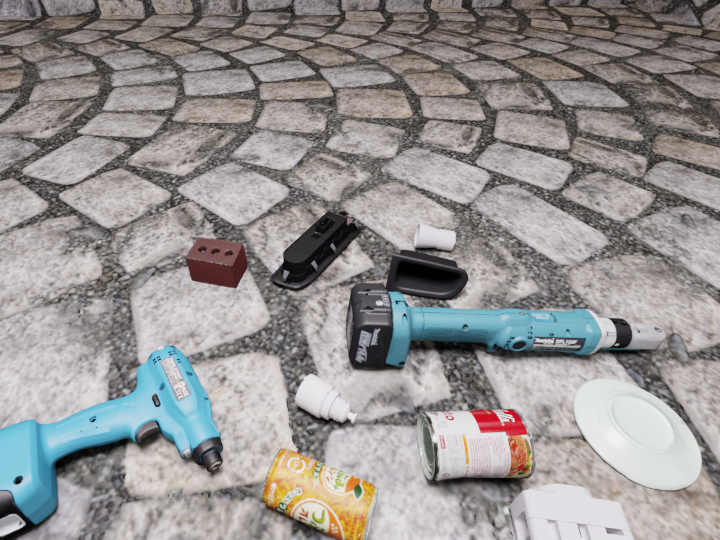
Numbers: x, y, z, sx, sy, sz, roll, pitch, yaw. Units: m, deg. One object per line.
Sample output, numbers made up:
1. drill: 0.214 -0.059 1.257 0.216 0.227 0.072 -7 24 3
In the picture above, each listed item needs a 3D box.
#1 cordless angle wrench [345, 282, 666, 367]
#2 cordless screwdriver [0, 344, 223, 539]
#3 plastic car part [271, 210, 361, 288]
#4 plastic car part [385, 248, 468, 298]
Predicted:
1. cordless angle wrench: 0.196 0.078 0.556 0.420 0.095 0.077 2 39 -4
2. cordless screwdriver: -0.275 0.189 0.436 0.242 0.072 0.168 -24 49 -30
3. plastic car part: -0.069 -0.045 0.703 0.068 0.065 0.201 28 51 14
4. plastic car part: 0.102 -0.001 0.663 0.117 0.064 0.072 9 29 2
